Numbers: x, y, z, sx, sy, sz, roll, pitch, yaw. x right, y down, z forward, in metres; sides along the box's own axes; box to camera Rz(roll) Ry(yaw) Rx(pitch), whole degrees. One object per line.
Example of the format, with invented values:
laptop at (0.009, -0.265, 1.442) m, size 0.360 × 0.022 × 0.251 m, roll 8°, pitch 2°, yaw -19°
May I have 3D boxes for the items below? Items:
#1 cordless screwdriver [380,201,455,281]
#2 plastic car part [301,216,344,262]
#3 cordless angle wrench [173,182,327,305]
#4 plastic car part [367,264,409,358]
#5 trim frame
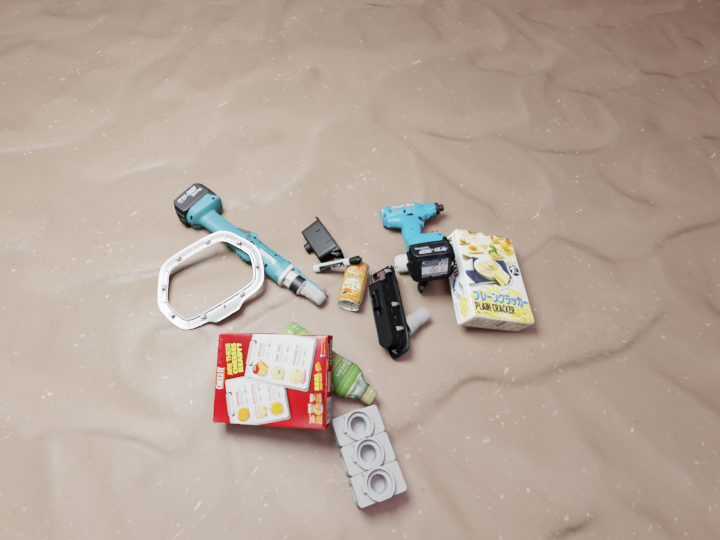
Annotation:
cordless screwdriver at (0.153, -0.084, 0.983) m, size 0.158 × 0.072 × 0.259 m, roll -12°, pitch 38°, yaw -5°
plastic car part at (-0.099, -0.065, 1.015) m, size 0.070 × 0.063 × 0.121 m, roll -36°, pitch 65°, yaw -7°
cordless angle wrench at (-0.255, -0.052, 0.989) m, size 0.434 × 0.073 × 0.097 m, roll 36°, pitch 64°, yaw 13°
plastic car part at (0.057, 0.087, 0.918) m, size 0.063 × 0.068 × 0.209 m, roll 17°, pitch 52°, yaw -48°
trim frame at (-0.332, 0.020, 0.928) m, size 0.247 × 0.027 × 0.188 m, roll -30°, pitch 79°, yaw -6°
